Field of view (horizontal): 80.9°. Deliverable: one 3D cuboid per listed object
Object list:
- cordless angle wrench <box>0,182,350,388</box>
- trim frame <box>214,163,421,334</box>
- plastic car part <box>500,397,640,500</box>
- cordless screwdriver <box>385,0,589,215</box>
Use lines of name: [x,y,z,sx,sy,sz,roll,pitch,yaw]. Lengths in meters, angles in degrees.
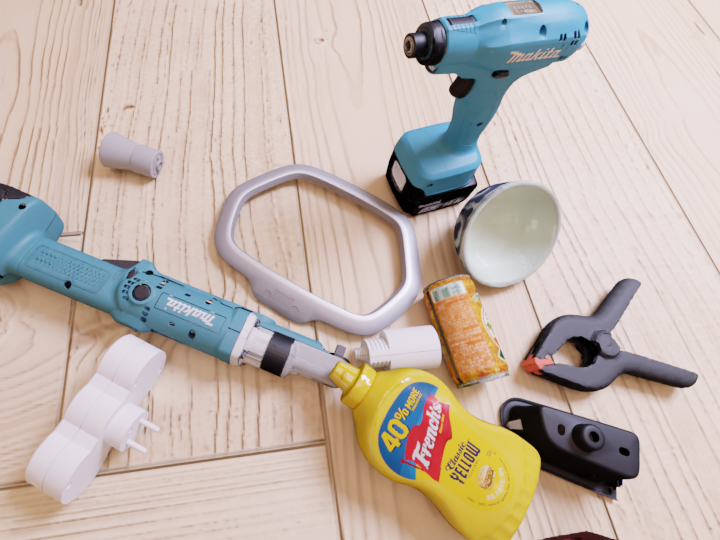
cordless angle wrench: [-0.213,0.028,0.424,0.426,0.073,0.099,21,65,4]
trim frame: [-0.048,-0.031,0.486,0.252,0.027,0.184,28,64,7]
plastic car part: [0.199,0.157,0.388,0.117,0.070,0.066,20,64,1]
cordless screwdriver: [0.085,-0.149,0.429,0.156,0.246,0.077,-14,69,-19]
